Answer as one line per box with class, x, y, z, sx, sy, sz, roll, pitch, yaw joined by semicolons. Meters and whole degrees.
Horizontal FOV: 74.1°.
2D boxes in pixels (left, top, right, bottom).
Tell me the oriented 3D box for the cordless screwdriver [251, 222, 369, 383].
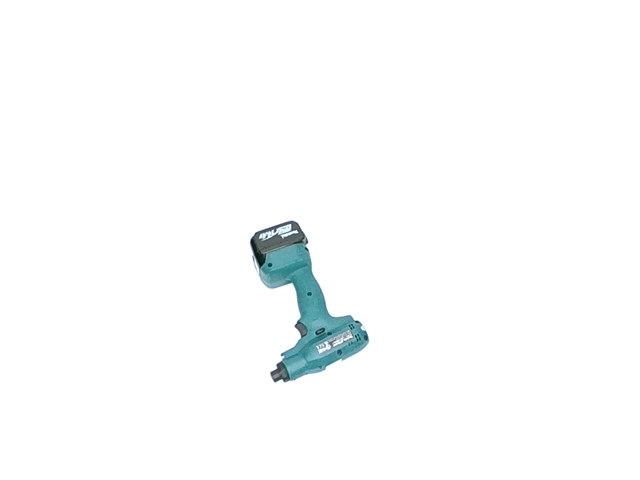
cordless screwdriver;-0.048;0.099;0.696;0.159;0.249;0.074;-23;-26;-15
